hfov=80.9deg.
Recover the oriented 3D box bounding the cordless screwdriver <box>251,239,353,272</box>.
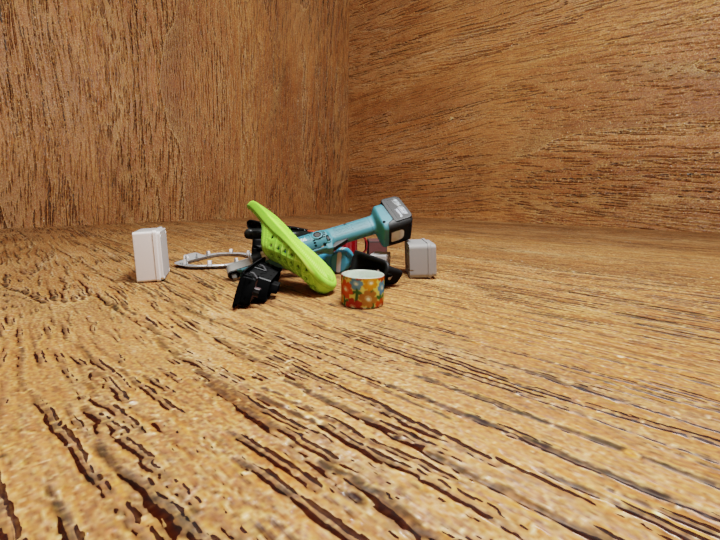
[{"bbox_3d":[-0.141,-0.042,1.064,0.253,0.074,0.158,6,10,8],"label":"cordless screwdriver"}]

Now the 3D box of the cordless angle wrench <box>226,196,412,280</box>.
[{"bbox_3d":[-0.093,-0.061,0.946,0.418,0.071,0.103,-18,49,-10],"label":"cordless angle wrench"}]

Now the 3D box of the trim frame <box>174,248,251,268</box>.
[{"bbox_3d":[-0.385,-0.034,1.143,0.190,0.027,0.244,2,12,17],"label":"trim frame"}]

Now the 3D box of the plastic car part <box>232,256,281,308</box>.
[{"bbox_3d":[-0.178,0.017,0.770,0.066,0.066,0.206,9,9,-7],"label":"plastic car part"}]

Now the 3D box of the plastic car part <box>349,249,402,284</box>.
[{"bbox_3d":[0.038,0.004,0.869,0.067,0.066,0.123,11,4,-39],"label":"plastic car part"}]
